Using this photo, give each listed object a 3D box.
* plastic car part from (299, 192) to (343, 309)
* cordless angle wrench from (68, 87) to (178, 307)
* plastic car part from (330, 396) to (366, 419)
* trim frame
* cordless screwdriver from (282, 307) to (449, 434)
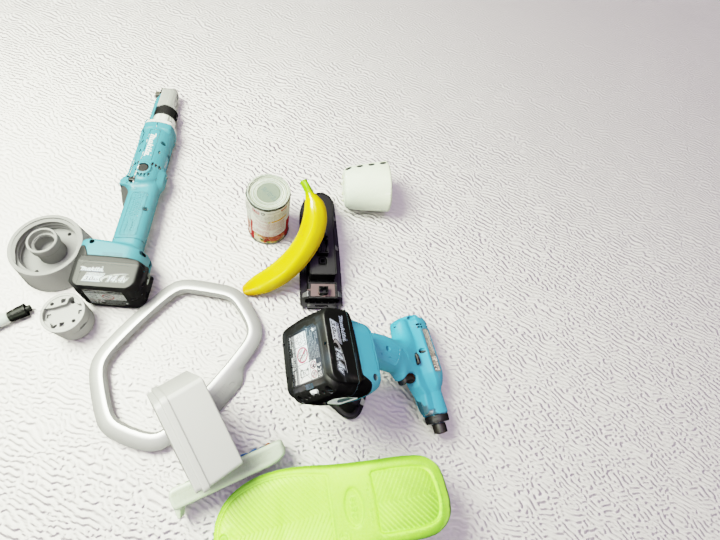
[{"bbox_3d":[-0.066,-0.043,0.673,0.066,0.065,0.209,-3,60,-4],"label":"plastic car part"},{"bbox_3d":[-0.351,-0.150,0.690,0.097,0.073,0.434,4,60,-8],"label":"cordless angle wrench"},{"bbox_3d":[-0.035,0.141,0.571,0.120,0.069,0.065,39,66,15],"label":"plastic car part"},{"bbox_3d":[-0.250,0.119,0.582,0.189,0.027,0.247,34,62,12],"label":"trim frame"},{"bbox_3d":[0.024,0.130,0.524,0.235,0.076,0.164,13,53,-46],"label":"cordless screwdriver"}]
